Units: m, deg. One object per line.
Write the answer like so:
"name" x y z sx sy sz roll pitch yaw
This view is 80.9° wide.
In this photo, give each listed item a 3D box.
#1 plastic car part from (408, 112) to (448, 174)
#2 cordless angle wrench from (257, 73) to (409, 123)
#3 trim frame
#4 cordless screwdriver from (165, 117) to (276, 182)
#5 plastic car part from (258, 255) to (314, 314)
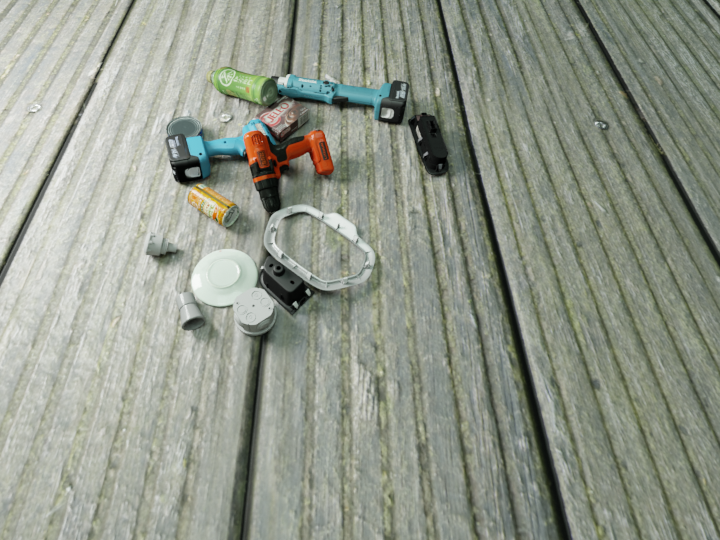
"plastic car part" 0.177 -0.325 1.049 0.065 0.066 0.209 -1 61 -14
"cordless angle wrench" -0.090 -0.475 1.125 0.429 0.072 0.099 11 59 7
"trim frame" -0.086 -0.056 0.877 0.258 0.027 0.181 34 52 19
"cordless screwdriver" -0.314 -0.265 0.983 0.243 0.073 0.166 -20 63 -19
"plastic car part" -0.152 0.017 0.817 0.120 0.069 0.065 38 62 15
